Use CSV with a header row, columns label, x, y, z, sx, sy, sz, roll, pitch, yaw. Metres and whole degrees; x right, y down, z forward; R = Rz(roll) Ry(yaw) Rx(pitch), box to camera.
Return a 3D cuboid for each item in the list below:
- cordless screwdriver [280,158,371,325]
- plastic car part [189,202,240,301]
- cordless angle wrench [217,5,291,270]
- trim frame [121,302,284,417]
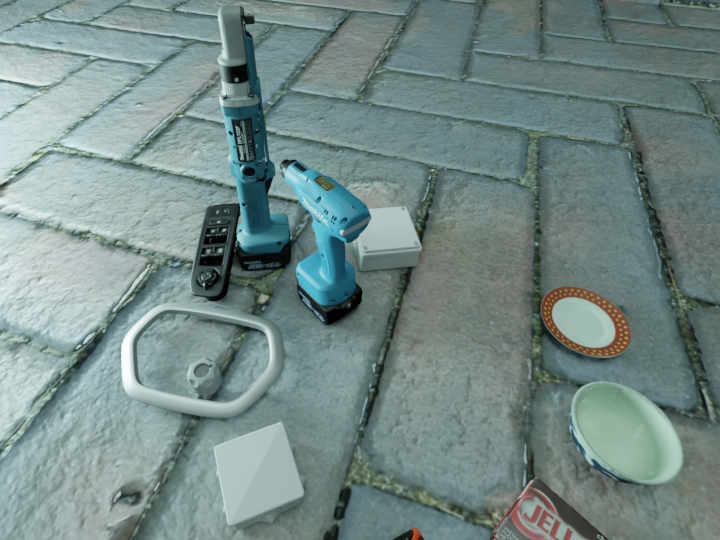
label,x,y,z,sx,sy,sz,roll,pitch,yaw
cordless screwdriver,-0.062,-0.040,0.633,0.073,0.241,0.167,-30,57,-27
plastic car part,-0.251,-0.028,0.740,0.066,0.065,0.210,-1,49,-3
cordless angle wrench,-0.162,-0.161,0.626,0.097,0.410,0.077,-3,50,-7
trim frame,-0.236,0.123,0.634,0.251,0.027,0.188,7,49,6
